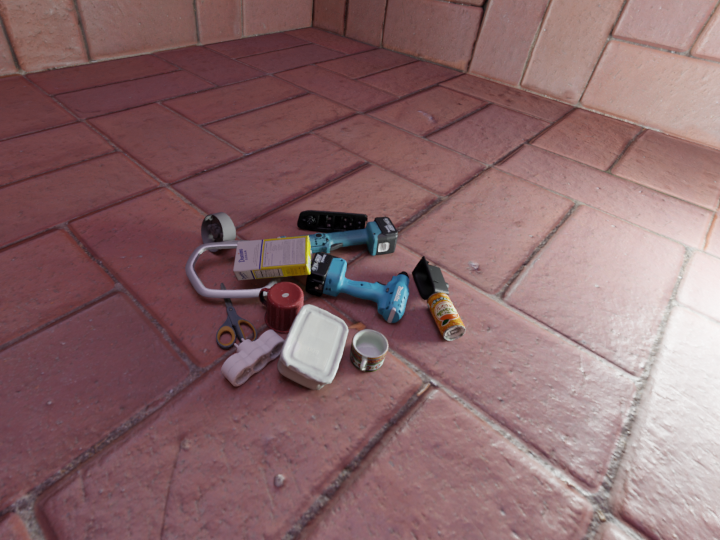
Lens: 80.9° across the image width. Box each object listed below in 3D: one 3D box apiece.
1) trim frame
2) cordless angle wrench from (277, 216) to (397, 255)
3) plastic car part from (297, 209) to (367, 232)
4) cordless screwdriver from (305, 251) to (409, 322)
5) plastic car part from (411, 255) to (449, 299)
[{"bbox_3d":[-0.304,-0.008,1.042,0.246,0.027,0.191,-3,53,-6],"label":"trim frame"},{"bbox_3d":[-0.113,-0.074,1.151,0.416,0.072,0.102,-8,42,-11],"label":"cordless angle wrench"},{"bbox_3d":[-0.084,-0.150,1.245,0.202,0.065,0.069,3,31,-3],"label":"plastic car part"},{"bbox_3d":[-0.002,0.024,1.046,0.254,0.073,0.160,19,42,9],"label":"cordless screwdriver"},{"bbox_3d":[0.186,0.030,1.073,0.068,0.065,0.121,8,42,-22],"label":"plastic car part"}]
